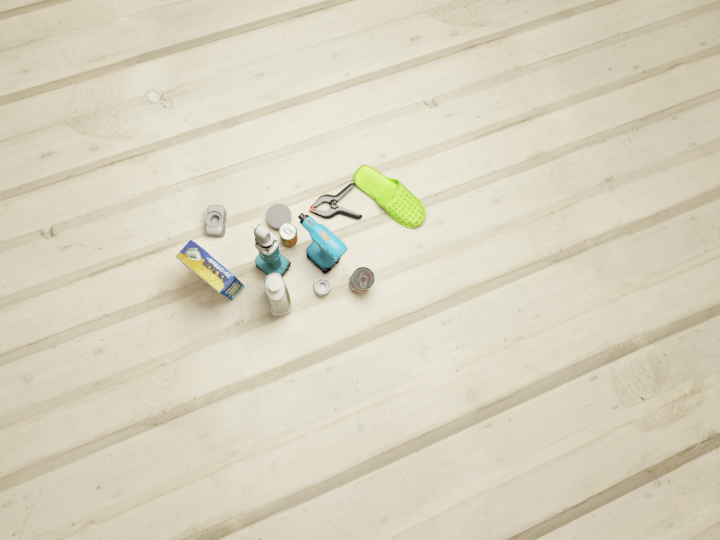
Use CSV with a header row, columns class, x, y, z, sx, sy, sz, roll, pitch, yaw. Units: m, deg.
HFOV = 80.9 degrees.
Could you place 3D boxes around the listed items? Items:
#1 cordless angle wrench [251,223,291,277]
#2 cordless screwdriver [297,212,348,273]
class,x,y,z,sx,sy,sz,roll,pitch,yaw
cordless angle wrench,-0.243,-0.050,1.123,0.098,0.421,0.074,36,77,0
cordless screwdriver,-0.120,-0.078,1.224,0.161,0.248,0.074,44,77,3
